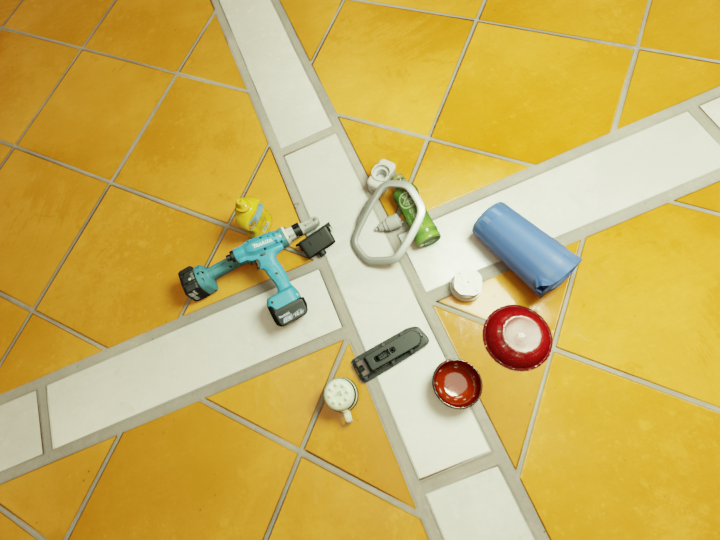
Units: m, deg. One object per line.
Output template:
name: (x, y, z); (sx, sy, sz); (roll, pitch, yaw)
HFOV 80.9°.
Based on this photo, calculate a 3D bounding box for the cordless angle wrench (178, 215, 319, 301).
cordless angle wrench: (-0.306, -0.049, 1.207); (0.421, 0.095, 0.077); (-28, 68, -4)

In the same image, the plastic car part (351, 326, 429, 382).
plastic car part: (0.075, 0.203, 1.065); (0.202, 0.064, 0.069); (-29, 64, -3)

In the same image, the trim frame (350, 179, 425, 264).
trim frame: (0.071, -0.130, 1.155); (0.194, 0.026, 0.248); (31, 99, 29)

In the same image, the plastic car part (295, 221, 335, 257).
plastic car part: (-0.117, -0.077, 1.199); (0.116, 0.065, 0.072); (-37, 85, -1)

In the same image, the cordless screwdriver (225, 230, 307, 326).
cordless screwdriver: (-0.248, 0.030, 1.132); (0.158, 0.074, 0.251); (-22, 84, -8)
